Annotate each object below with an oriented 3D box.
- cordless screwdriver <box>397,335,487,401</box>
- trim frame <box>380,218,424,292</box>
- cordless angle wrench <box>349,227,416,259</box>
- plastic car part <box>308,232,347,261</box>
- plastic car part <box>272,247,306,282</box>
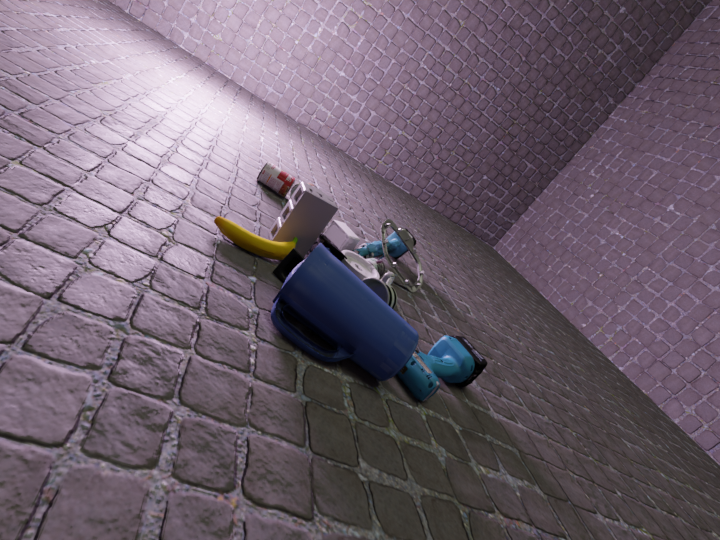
[{"bbox_3d":[0.143,0.174,0.868,0.236,0.074,0.168,6,34,-48],"label":"cordless screwdriver"},{"bbox_3d":[0.130,-0.046,1.276,0.238,0.028,0.186,49,37,-25],"label":"trim frame"},{"bbox_3d":[0.056,-0.064,1.282,0.076,0.099,0.409,53,27,9],"label":"cordless angle wrench"},{"bbox_3d":[-0.100,-0.065,1.020,0.063,0.067,0.213,29,13,-30],"label":"plastic car part"},{"bbox_3d":[-0.106,0.019,0.847,0.119,0.066,0.069,42,5,9],"label":"plastic car part"}]
